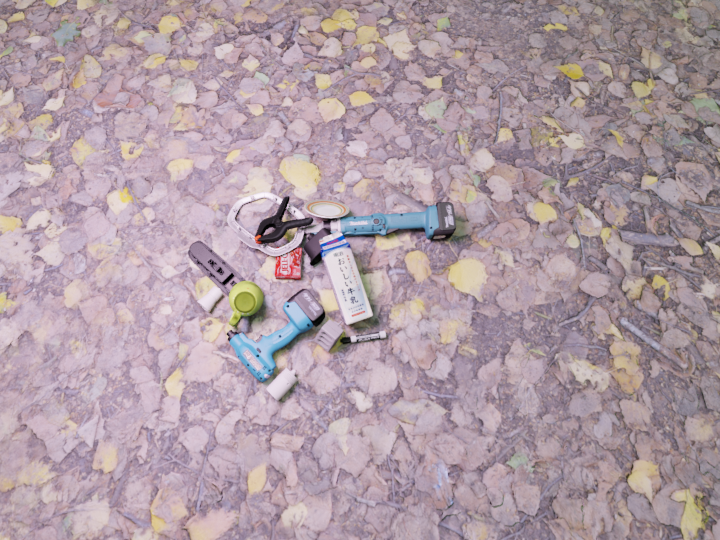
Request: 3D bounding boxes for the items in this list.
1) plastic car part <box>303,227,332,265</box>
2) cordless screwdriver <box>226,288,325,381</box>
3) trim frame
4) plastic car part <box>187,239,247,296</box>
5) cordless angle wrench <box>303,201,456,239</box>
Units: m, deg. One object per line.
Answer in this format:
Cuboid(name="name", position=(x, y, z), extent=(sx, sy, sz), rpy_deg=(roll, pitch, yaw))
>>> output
Cuboid(name="plastic car part", position=(-0.115, -0.076, 1.181), extent=(0.117, 0.063, 0.073), rpy_deg=(-38, 74, 11))
Cuboid(name="cordless screwdriver", position=(-0.220, 0.147, 1.105), extent=(0.164, 0.072, 0.247), rpy_deg=(43, 78, 15))
Cuboid(name="trim frame", position=(-0.274, -0.141, 1.230), extent=(0.258, 0.027, 0.183), rpy_deg=(35, 69, 19))
Cuboid(name="plastic car part", position=(-0.413, -0.013, 1.181), extent=(0.210, 0.065, 0.066), rpy_deg=(39, 80, 17))
Cuboid(name="cordless angle wrench", position=(0.047, -0.131, 1.208), extent=(0.427, 0.072, 0.099), rpy_deg=(-3, 77, 6))
